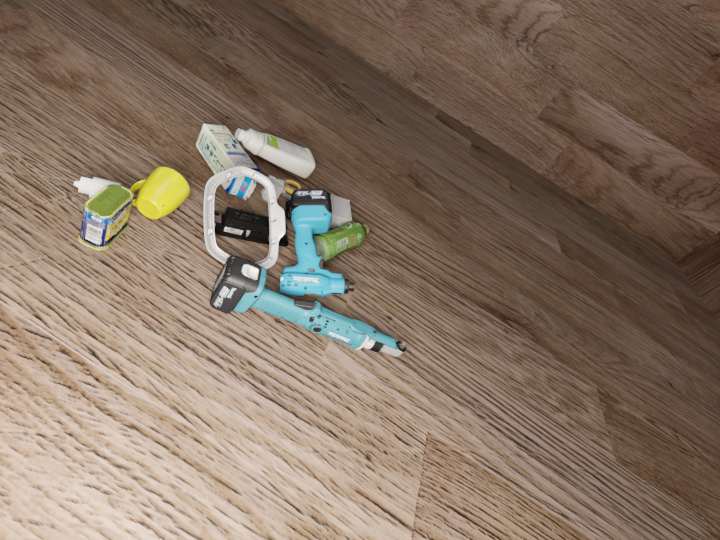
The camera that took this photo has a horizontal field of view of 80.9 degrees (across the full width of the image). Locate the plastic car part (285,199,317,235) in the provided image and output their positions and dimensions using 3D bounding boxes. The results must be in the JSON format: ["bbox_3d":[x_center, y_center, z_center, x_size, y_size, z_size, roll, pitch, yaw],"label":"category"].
[{"bbox_3d":[-0.158,-0.145,1.102,0.069,0.065,0.122,-19,57,-32],"label":"plastic car part"}]

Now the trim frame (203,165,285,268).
[{"bbox_3d":[-0.252,-0.114,0.927,0.176,0.028,0.253,4,71,-33],"label":"trim frame"}]

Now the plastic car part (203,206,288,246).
[{"bbox_3d":[-0.255,-0.107,0.980,0.194,0.067,0.069,15,33,-27],"label":"plastic car part"}]

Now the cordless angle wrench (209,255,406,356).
[{"bbox_3d":[-0.087,0.096,0.851,0.409,0.098,0.076,25,37,-19],"label":"cordless angle wrench"}]

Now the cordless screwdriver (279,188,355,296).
[{"bbox_3d":[-0.092,-0.060,0.945,0.158,0.073,0.255,2,64,-4],"label":"cordless screwdriver"}]
